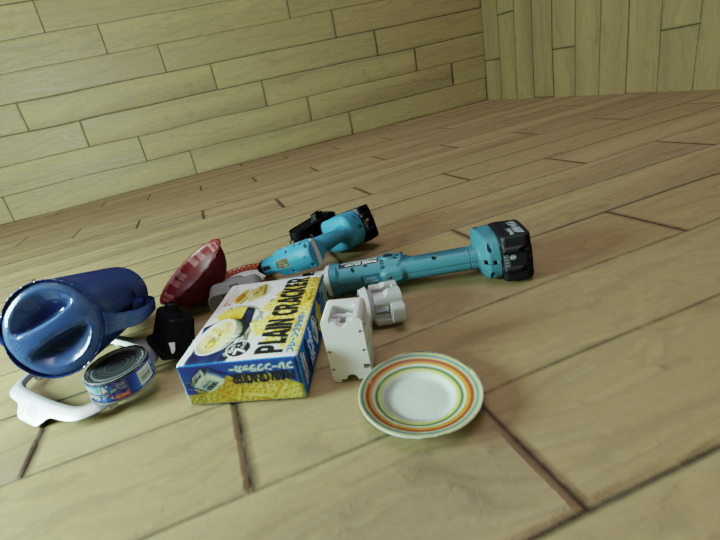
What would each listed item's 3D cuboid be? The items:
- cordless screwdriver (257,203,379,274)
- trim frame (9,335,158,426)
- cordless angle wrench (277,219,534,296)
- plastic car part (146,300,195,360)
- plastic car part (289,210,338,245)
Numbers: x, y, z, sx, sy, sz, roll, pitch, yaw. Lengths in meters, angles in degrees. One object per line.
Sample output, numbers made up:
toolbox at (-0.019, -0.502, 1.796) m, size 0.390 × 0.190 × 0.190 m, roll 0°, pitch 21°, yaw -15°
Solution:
cordless screwdriver at (-0.083, -0.054, 0.851) m, size 0.165 × 0.073 × 0.242 m, roll -15°, pitch 13°, yaw 40°
trim frame at (-0.417, 0.159, 0.642) m, size 0.259 × 0.027 × 0.181 m, roll 4°, pitch 28°, yaw 29°
cordless angle wrench at (0.053, -0.002, 0.710) m, size 0.430 × 0.072 × 0.099 m, roll -10°, pitch 20°, yaw 12°
plastic car part at (-0.297, 0.087, 0.667) m, size 0.063 × 0.070 × 0.123 m, roll 1°, pitch 13°, yaw -42°
plastic car part at (-0.108, -0.101, 1.014) m, size 0.069 × 0.065 × 0.200 m, roll 10°, pitch 35°, yaw 28°
